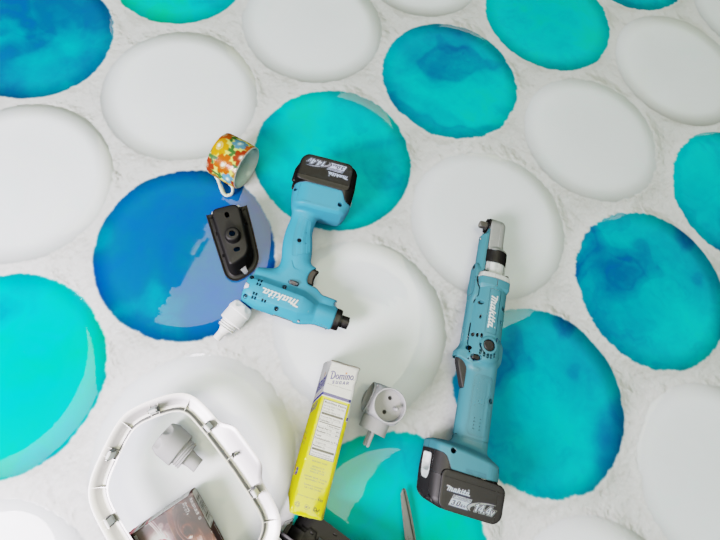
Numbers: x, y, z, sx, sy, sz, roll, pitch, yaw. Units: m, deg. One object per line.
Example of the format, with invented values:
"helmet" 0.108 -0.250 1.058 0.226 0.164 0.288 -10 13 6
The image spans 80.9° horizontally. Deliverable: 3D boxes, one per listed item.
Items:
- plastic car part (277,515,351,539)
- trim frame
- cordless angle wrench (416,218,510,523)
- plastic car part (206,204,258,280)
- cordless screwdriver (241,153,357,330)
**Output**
"plastic car part" -0.011 0.359 0.510 0.207 0.065 0.067 28 61 10
"trim frame" -0.207 0.269 0.501 0.182 0.027 0.253 -37 80 -16
"cordless angle wrench" 0.172 0.113 0.615 0.098 0.074 0.428 16 69 -3
"plastic car part" -0.189 -0.050 0.629 0.065 0.070 0.120 -16 73 -12
"cordless screwdriver" -0.062 -0.041 0.639 0.159 0.074 0.250 19 75 -1
